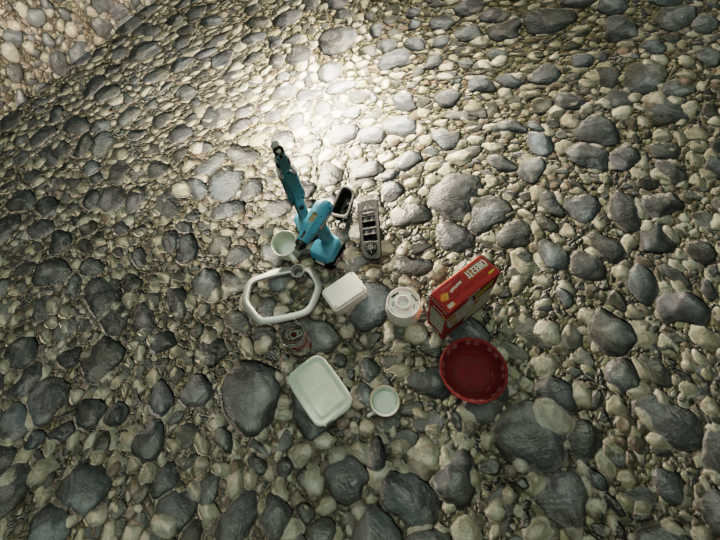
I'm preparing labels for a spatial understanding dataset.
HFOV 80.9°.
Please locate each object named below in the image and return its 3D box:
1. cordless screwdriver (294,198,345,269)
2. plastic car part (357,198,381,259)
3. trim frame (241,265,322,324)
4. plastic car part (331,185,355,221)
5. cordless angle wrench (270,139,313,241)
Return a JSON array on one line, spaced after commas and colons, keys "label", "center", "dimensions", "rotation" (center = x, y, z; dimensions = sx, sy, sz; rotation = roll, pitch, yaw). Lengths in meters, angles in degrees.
[{"label": "cordless screwdriver", "center": [-0.118, -0.077, 1.209], "dimensions": [0.077, 0.239, 0.159], "rotation": [23, 69, 17]}, {"label": "plastic car part", "center": [0.030, -0.117, 1.300], "dimensions": [0.067, 0.064, 0.209], "rotation": [-6, 62, 6]}, {"label": "trim frame", "center": [-0.238, 0.069, 1.278], "dimensions": [0.250, 0.026, 0.191], "rotation": [-14, 61, 4]}, {"label": "plastic car part", "center": [-0.050, -0.204, 1.361], "dimensions": [0.068, 0.068, 0.117], "rotation": [14, 66, 16]}, {"label": "cordless angle wrench", "center": [-0.185, -0.220, 1.202], "dimensions": [0.074, 0.407, 0.102], "rotation": [-23, 63, -5]}]
